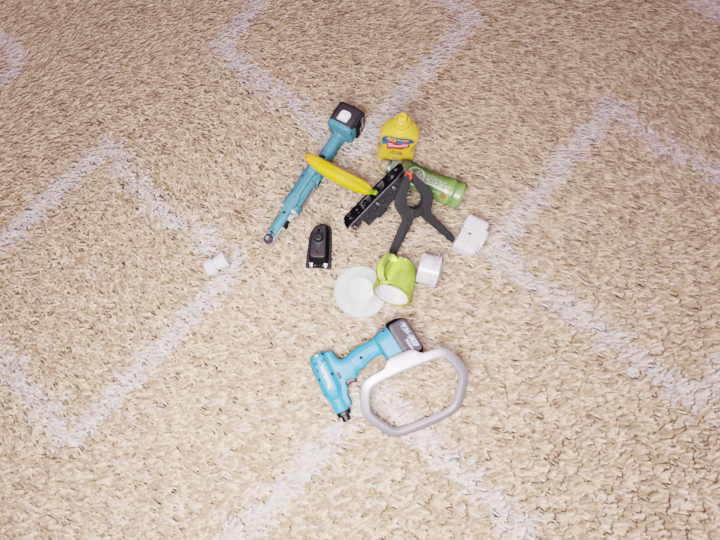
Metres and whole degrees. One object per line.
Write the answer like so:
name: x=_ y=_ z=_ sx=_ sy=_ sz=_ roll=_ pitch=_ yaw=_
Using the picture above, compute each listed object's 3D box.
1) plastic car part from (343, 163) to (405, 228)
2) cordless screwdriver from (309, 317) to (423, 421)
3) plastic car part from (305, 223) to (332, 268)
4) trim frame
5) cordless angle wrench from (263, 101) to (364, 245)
plastic car part: x=0.046 y=-0.175 z=1.051 sx=0.065 sy=0.068 sz=0.204 roll=37 pitch=106 yaw=-16
cordless screwdriver: x=0.024 y=0.219 z=0.956 sx=0.249 sy=0.072 sz=0.163 roll=-26 pitch=76 yaw=0
plastic car part: x=-0.103 y=-0.067 z=1.053 sx=0.066 sy=0.070 sz=0.118 roll=3 pitch=77 yaw=2
trim frame: x=0.118 y=0.263 z=0.920 sx=0.248 sy=0.028 sz=0.180 roll=-22 pitch=103 yaw=0
cordless angle wrench: x=-0.129 y=-0.244 z=1.105 sx=0.076 sy=0.096 sz=0.423 roll=31 pitch=82 yaw=9
